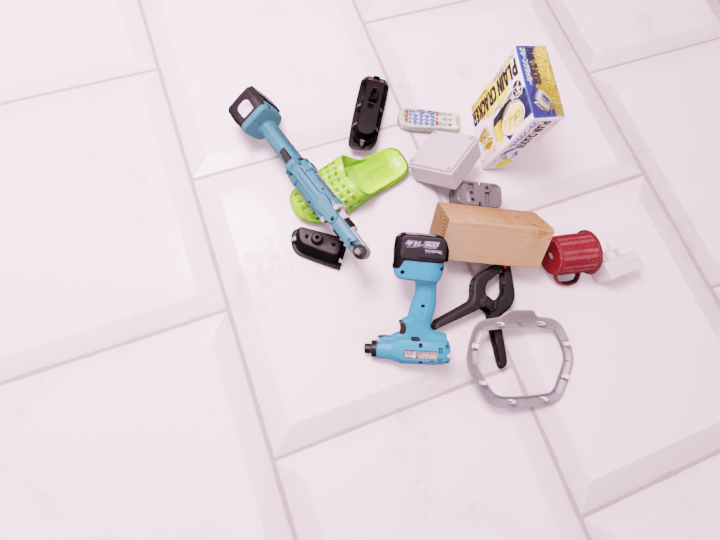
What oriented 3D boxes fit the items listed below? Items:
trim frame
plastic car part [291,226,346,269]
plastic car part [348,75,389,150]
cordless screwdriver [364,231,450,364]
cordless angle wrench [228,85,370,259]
[{"bbox_3d":[0.314,0.169,0.817,0.243,0.028,0.186,2,79,-14],"label":"trim frame"},{"bbox_3d":[-0.082,-0.054,0.843,0.116,0.071,0.066,18,74,-5],"label":"plastic car part"},{"bbox_3d":[0.022,-0.355,0.934,0.065,0.067,0.205,15,71,-9],"label":"plastic car part"},{"bbox_3d":[0.087,0.053,0.793,0.161,0.074,0.247,1,96,8],"label":"cordless screwdriver"},{"bbox_3d":[-0.113,-0.187,0.823,0.075,0.094,0.437,-42,71,15],"label":"cordless angle wrench"}]
